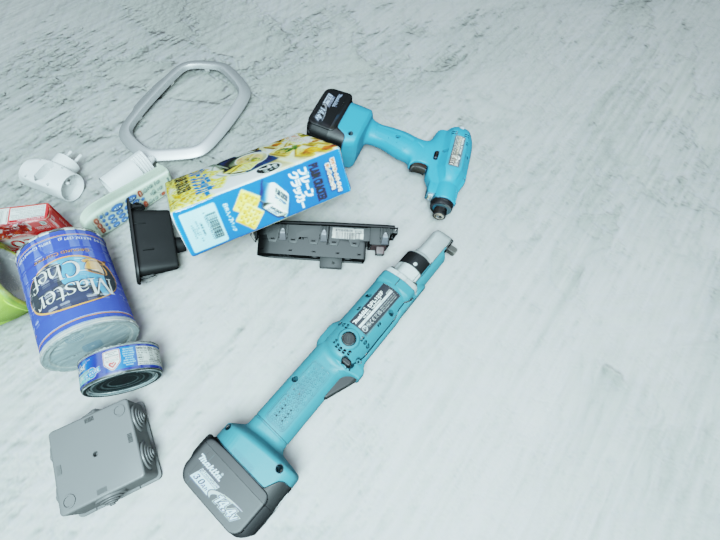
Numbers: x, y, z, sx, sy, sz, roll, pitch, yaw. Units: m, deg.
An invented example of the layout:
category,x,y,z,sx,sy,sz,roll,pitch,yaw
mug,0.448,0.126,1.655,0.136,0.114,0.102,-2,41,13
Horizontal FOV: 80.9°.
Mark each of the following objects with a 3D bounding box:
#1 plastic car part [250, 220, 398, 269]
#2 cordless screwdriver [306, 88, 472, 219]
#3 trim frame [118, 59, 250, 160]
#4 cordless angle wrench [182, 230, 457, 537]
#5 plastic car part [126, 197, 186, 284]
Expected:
category,x,y,z,sx,sy,sz,roll,pitch,yaw
plastic car part,-0.056,-0.037,0.576,0.204,0.066,0.067,7,88,2
cordless screwdriver,0.037,-0.175,0.641,0.251,0.073,0.161,18,63,5
trim frame,-0.296,-0.276,0.720,0.188,0.027,0.250,20,65,10
cordless angle wrench,-0.016,0.092,0.500,0.101,0.072,0.419,36,65,15
plastic car part,-0.277,-0.038,0.578,0.069,0.066,0.120,-13,66,-25
